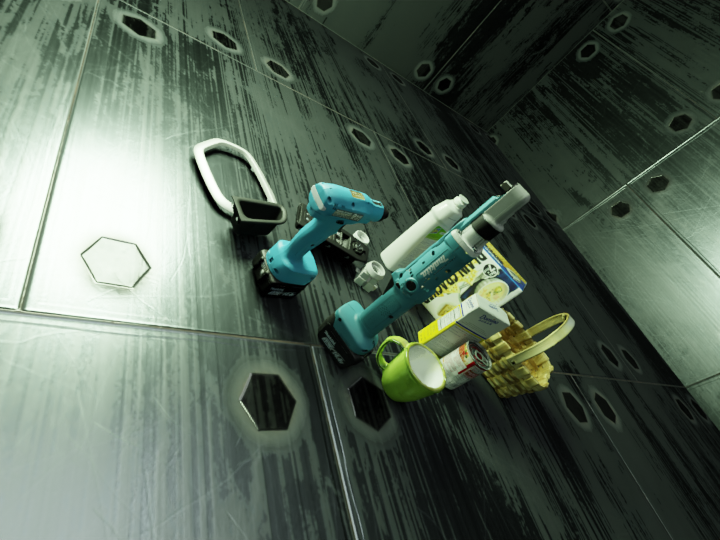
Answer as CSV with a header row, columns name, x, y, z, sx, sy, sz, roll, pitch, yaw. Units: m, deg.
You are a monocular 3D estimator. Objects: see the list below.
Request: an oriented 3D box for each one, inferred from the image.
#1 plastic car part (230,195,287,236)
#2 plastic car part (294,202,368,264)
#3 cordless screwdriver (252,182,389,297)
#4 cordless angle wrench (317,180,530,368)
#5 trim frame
name,x,y,z,sx,sy,sz,roll,pitch,yaw
plastic car part,-0.204,-0.095,0.825,0.111,0.071,0.069,5,50,-44
plastic car part,-0.068,-0.067,0.939,0.195,0.068,0.068,27,37,-23
cordless screwdriver,-0.073,-0.048,0.743,0.151,0.251,0.077,8,49,-44
cordless angle wrench,0.089,0.017,0.677,0.100,0.427,0.072,54,34,11
trim frame,-0.264,-0.195,0.917,0.176,0.028,0.258,-4,55,-49
